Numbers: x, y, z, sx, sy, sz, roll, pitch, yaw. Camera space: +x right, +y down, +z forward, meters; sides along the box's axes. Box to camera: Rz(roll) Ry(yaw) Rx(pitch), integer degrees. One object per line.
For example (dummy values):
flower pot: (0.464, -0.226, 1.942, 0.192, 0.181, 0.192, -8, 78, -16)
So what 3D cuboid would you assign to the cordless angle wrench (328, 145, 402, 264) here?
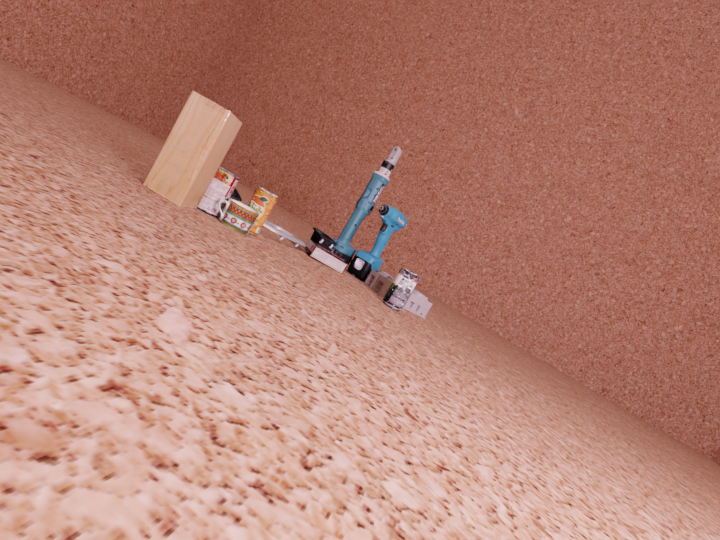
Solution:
cordless angle wrench: (0.015, -0.208, 1.351, 0.078, 0.422, 0.093, 32, 5, 27)

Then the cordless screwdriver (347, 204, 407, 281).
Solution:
cordless screwdriver: (0.048, -0.087, 1.328, 0.078, 0.248, 0.151, 33, 5, 31)

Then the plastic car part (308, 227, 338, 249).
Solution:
plastic car part: (-0.129, -0.085, 1.323, 0.063, 0.071, 0.122, 28, 5, -27)

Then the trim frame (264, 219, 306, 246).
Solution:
trim frame: (-0.253, -0.120, 1.206, 0.194, 0.027, 0.236, 32, 5, 30)

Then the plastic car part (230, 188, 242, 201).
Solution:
plastic car part: (-0.375, -0.208, 1.157, 0.063, 0.067, 0.213, 27, 5, -32)
